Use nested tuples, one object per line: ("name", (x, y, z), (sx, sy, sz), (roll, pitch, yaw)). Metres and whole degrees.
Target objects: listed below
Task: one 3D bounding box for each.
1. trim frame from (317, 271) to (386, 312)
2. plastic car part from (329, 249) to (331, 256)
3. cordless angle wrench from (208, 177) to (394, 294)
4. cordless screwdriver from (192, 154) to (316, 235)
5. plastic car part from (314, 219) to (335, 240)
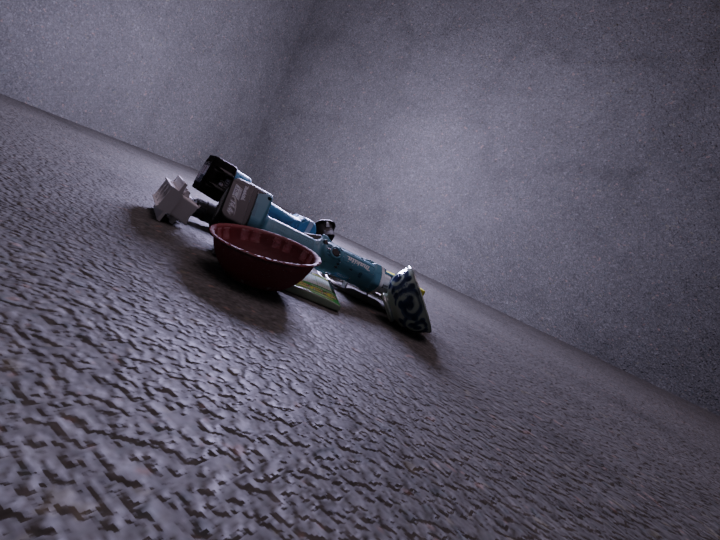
("trim frame", (0.022, 0.049, 0.887), (0.256, 0.027, 0.179), (27, 7, 13))
("plastic car part", (-0.165, -0.085, 1.186), (0.208, 0.067, 0.065), (22, 9, 12))
("cordless angle wrench", (-0.059, -0.026, 0.765), (0.407, 0.100, 0.076), (26, -34, -21))
("cordless screwdriver", (-0.215, -0.138, 0.864), (0.238, 0.074, 0.166), (31, -1, -26))
("plastic car part", (-0.106, -0.069, 1.081), (0.063, 0.117, 0.074), (22, 30, -28))
